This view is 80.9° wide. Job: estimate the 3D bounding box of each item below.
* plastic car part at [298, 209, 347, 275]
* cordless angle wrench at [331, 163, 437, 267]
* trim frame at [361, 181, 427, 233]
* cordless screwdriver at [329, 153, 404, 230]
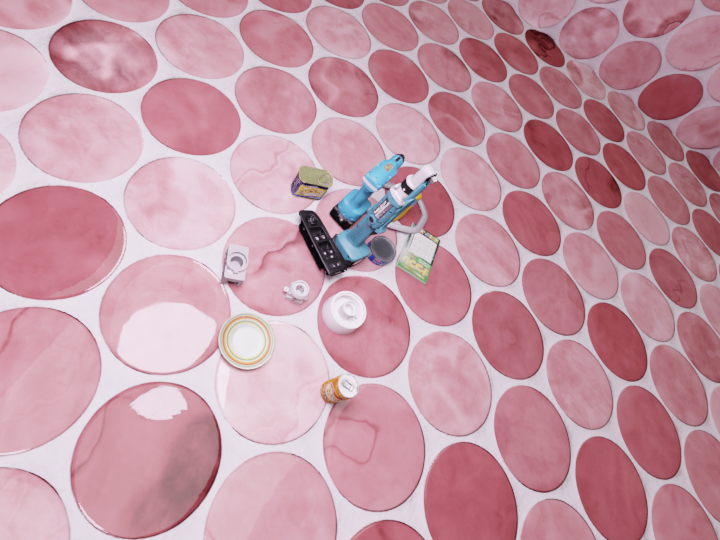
[{"bbox_3d":[-0.111,-0.073,1.137,0.064,0.068,0.208,-17,73,-32],"label":"plastic car part"},{"bbox_3d":[0.045,-0.127,1.019,0.072,0.428,0.100,-22,80,-34],"label":"cordless angle wrench"},{"bbox_3d":[0.107,-0.206,1.330,0.240,0.028,0.189,12,60,-19],"label":"trim frame"},{"bbox_3d":[0.021,-0.220,1.163,0.074,0.252,0.157,46,55,-3],"label":"cordless screwdriver"}]
